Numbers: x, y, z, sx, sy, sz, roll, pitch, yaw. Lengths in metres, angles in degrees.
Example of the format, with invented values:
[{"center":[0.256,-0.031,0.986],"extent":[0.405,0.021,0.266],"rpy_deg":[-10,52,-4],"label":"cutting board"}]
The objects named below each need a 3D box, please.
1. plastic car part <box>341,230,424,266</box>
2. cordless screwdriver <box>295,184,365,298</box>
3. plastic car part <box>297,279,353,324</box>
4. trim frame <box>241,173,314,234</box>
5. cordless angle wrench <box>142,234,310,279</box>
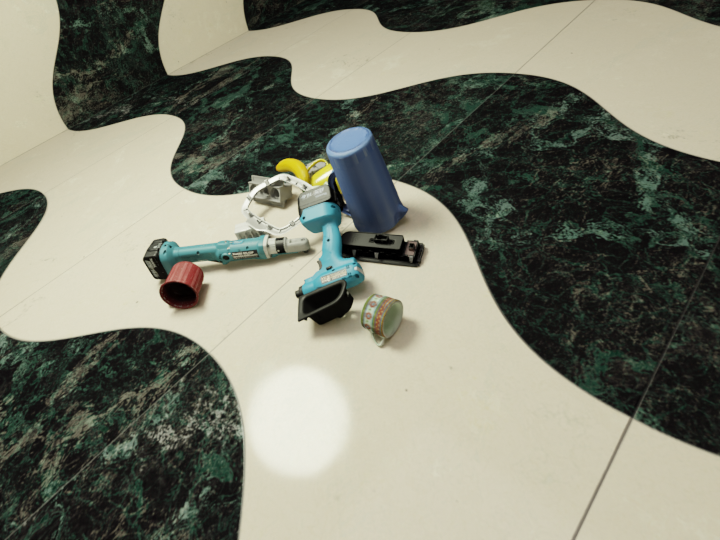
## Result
[{"center":[0.036,-0.055,0.964],"extent":[0.212,0.063,0.067],"rpy_deg":[5,62,28],"label":"plastic car part"},{"center":[-0.094,-0.061,0.959],"extent":[0.162,0.070,0.257],"rpy_deg":[-22,64,17],"label":"cordless screwdriver"},{"center":[-0.063,0.073,0.862],"extent":[0.119,0.067,0.068],"rpy_deg":[-23,41,19],"label":"plastic car part"},{"center":[-0.223,-0.178,1.116],"extent":[0.263,0.026,0.183],"rpy_deg":[33,77,39],"label":"trim frame"},{"center":[-0.336,-0.047,1.074],"extent":[0.430,0.094,0.076],"rpy_deg":[-6,41,10],"label":"cordless angle wrench"}]
